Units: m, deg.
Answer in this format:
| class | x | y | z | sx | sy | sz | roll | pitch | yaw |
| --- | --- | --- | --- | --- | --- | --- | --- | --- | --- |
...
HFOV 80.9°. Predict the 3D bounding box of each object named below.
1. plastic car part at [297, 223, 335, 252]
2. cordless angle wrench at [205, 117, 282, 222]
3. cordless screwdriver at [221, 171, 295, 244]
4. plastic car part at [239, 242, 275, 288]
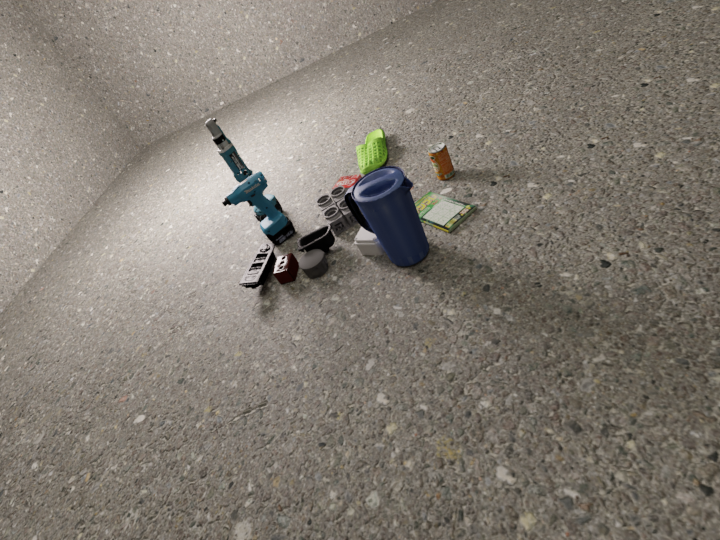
| class | x | y | z | sx | sy | sz | roll | pitch | yaw |
| --- | --- | --- | --- | --- | --- | --- | --- | --- | --- |
| plastic car part | -0.125 | -0.082 | 1.275 | 0.118 | 0.067 | 0.068 | -24 | 37 | 9 |
| cordless angle wrench | -0.421 | -0.348 | 1.501 | 0.078 | 0.403 | 0.097 | 15 | 54 | 45 |
| cordless screwdriver | -0.334 | -0.189 | 1.400 | 0.158 | 0.237 | 0.078 | -35 | 36 | -7 |
| plastic car part | -0.309 | -0.012 | 1.327 | 0.068 | 0.064 | 0.207 | -14 | 40 | 22 |
